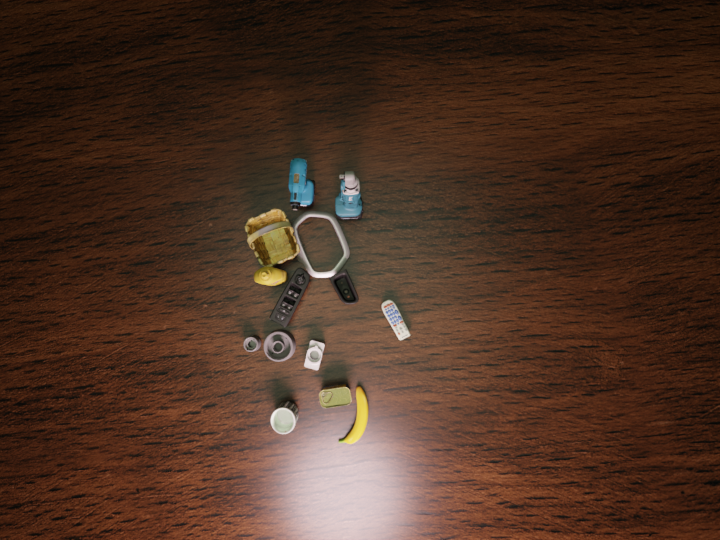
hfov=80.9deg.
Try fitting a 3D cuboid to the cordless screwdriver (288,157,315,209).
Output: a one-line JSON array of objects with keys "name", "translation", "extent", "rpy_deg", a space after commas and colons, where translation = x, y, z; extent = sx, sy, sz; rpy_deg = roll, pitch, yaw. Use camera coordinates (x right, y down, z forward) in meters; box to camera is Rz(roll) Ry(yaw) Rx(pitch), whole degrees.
[{"name": "cordless screwdriver", "translation": [-0.198, -0.257, 1.399], "extent": [0.074, 0.247, 0.160], "rpy_deg": [4, 85, -1]}]

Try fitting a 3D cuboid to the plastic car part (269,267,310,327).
[{"name": "plastic car part", "translation": [-0.234, 0.089, 1.447], "extent": [0.067, 0.066, 0.203], "rpy_deg": [27, 85, 3]}]

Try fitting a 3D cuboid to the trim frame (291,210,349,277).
[{"name": "trim frame", "translation": [-0.145, -0.095, 1.485], "extent": [0.184, 0.027, 0.252], "rpy_deg": [-24, 82, 0]}]

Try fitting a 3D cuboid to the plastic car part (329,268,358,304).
[{"name": "plastic car part", "translation": [-0.052, 0.063, 1.436], "extent": [0.066, 0.070, 0.118], "rpy_deg": [-26, 83, -2]}]

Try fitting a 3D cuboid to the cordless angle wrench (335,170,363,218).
[{"name": "cordless angle wrench", "translation": [-0.033, -0.232, 1.298], "extent": [0.098, 0.419, 0.075], "rpy_deg": [-2, 86, -2]}]
